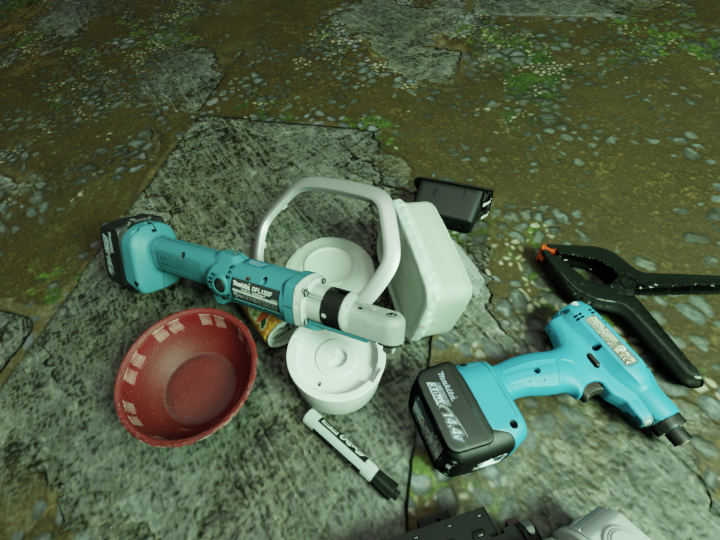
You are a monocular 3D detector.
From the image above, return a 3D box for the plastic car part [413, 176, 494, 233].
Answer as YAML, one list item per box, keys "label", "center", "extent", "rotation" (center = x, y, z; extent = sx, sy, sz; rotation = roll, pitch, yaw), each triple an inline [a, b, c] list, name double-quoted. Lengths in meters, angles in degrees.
- label: "plastic car part"
  center: [0.128, -0.090, 0.628]
  extent: [0.121, 0.063, 0.071]
  rotation: [14, 69, 20]

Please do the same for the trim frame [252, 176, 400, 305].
- label: "trim frame"
  center: [-0.055, -0.036, 0.564]
  extent: [0.262, 0.026, 0.184]
  rotation: [17, 82, 36]

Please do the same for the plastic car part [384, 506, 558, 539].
- label: "plastic car part"
  center: [0.059, 0.252, 0.362]
  extent: [0.201, 0.064, 0.070]
  rotation: [-18, 43, -8]

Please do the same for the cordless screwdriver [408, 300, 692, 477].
- label: "cordless screwdriver"
  center: [0.186, 0.137, 0.432]
  extent: [0.245, 0.072, 0.167]
  rotation: [-19, 53, -13]

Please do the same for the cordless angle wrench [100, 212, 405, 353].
- label: "cordless angle wrench"
  center: [-0.148, 0.010, 0.497]
  extent: [0.443, 0.096, 0.072]
  rotation: [13, 23, 29]
